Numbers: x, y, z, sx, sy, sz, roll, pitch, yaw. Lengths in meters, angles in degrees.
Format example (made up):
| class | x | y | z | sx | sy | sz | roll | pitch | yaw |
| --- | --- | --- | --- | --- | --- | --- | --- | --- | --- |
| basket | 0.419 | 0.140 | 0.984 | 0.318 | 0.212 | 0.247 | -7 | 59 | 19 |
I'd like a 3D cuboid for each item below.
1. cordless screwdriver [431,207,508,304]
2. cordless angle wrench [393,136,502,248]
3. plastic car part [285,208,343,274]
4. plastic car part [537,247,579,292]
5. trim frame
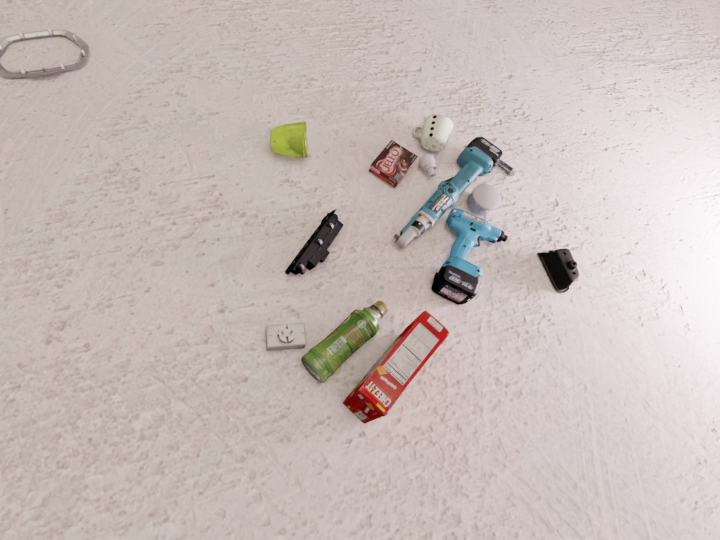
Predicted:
| class | x | y | z | sx | sy | sz | roll | pitch | yaw |
| --- | --- | --- | --- | --- | --- | --- | --- | --- | --- |
| cordless screwdriver | 0.276 | -0.034 | 1.052 | 0.160 | 0.073 | 0.251 | 22 | 59 | 0 |
| cordless angle wrench | 0.229 | -0.202 | 1.130 | 0.100 | 0.073 | 0.419 | 39 | 67 | 9 |
| plastic car part | -0.099 | -0.065 | 1.011 | 0.066 | 0.067 | 0.203 | 32 | 63 | -7 |
| plastic car part | 0.520 | -0.010 | 1.080 | 0.065 | 0.070 | 0.120 | -7 | 63 | -14 |
| trim frame | -0.886 | -0.602 | 1.169 | 0.243 | 0.027 | 0.190 | -17 | 69 | -19 |
